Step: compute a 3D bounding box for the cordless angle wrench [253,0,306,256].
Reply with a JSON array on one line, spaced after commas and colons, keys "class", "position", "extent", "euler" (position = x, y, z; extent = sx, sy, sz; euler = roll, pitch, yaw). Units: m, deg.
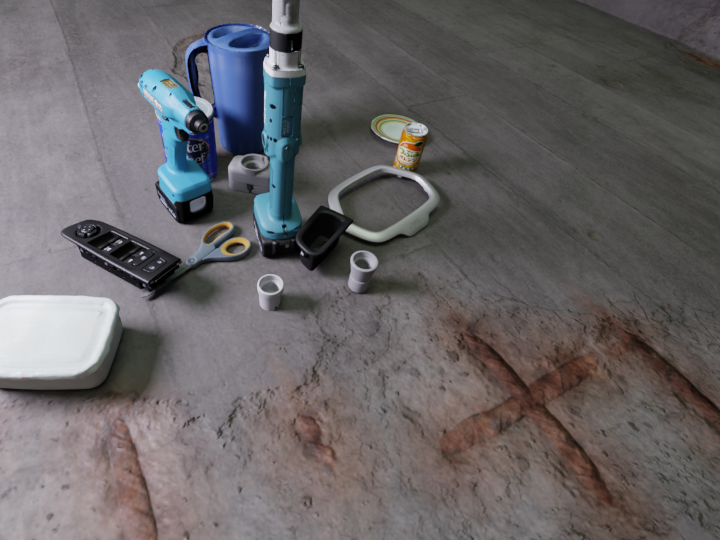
[{"class": "cordless angle wrench", "position": [-0.114, -0.190, 0.610], "extent": [0.072, 0.414, 0.103], "euler": [-9, 52, -20]}]

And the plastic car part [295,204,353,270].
[{"class": "plastic car part", "position": [-0.070, -0.046, 0.717], "extent": [0.068, 0.069, 0.116], "euler": [25, 49, 12]}]

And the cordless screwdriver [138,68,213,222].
[{"class": "cordless screwdriver", "position": [-0.289, -0.184, 0.697], "extent": [0.072, 0.243, 0.167], "euler": [-29, 60, -32]}]

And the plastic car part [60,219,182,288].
[{"class": "plastic car part", "position": [-0.374, -0.023, 0.659], "extent": [0.209, 0.065, 0.066], "euler": [26, 49, 15]}]

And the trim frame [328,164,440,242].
[{"class": "trim frame", "position": [0.048, -0.138, 0.845], "extent": [0.193, 0.027, 0.243], "euler": [38, 54, 25]}]
